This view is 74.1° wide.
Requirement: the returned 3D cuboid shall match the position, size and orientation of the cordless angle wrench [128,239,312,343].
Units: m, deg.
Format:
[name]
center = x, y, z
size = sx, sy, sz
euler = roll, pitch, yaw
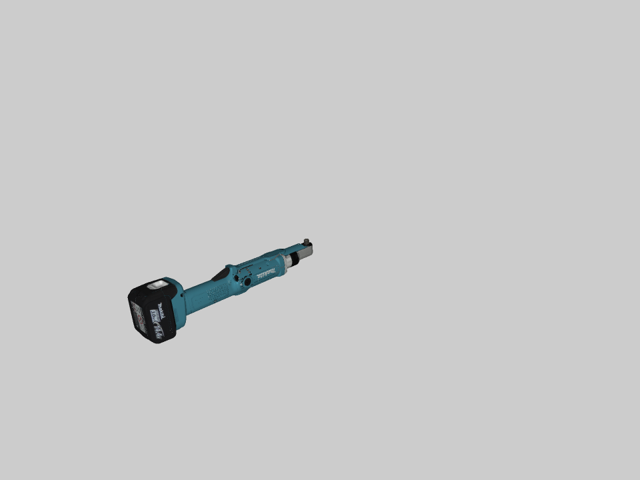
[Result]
[cordless angle wrench]
center = -0.167, 0.078, 0.872
size = 0.074, 0.098, 0.422
euler = 15, 26, 41
